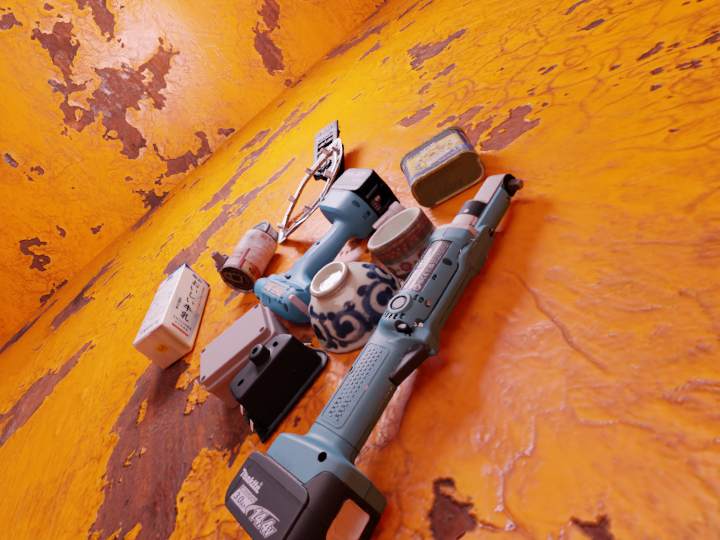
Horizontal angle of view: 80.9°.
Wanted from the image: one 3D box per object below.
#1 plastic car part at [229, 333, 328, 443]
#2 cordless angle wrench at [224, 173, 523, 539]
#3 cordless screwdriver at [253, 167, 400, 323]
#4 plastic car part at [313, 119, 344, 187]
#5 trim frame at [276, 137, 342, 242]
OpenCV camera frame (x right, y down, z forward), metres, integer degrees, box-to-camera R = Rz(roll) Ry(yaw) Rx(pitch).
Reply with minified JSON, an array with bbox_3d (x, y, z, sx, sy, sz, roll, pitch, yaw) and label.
[{"bbox_3d":[-0.101,0.116,0.475,0.116,0.068,0.069,-51,31,-12],"label":"plastic car part"},{"bbox_3d":[0.050,0.049,0.395,0.103,0.071,0.421,1,48,51],"label":"cordless angle wrench"},{"bbox_3d":[-0.062,-0.041,0.638,0.248,0.071,0.167,-54,31,-15],"label":"cordless screwdriver"},{"bbox_3d":[-0.065,-0.243,0.907,0.068,0.064,0.209,-22,38,18],"label":"plastic car part"},{"bbox_3d":[-0.099,-0.143,0.780,0.254,0.026,0.187,-29,42,53],"label":"trim frame"}]
